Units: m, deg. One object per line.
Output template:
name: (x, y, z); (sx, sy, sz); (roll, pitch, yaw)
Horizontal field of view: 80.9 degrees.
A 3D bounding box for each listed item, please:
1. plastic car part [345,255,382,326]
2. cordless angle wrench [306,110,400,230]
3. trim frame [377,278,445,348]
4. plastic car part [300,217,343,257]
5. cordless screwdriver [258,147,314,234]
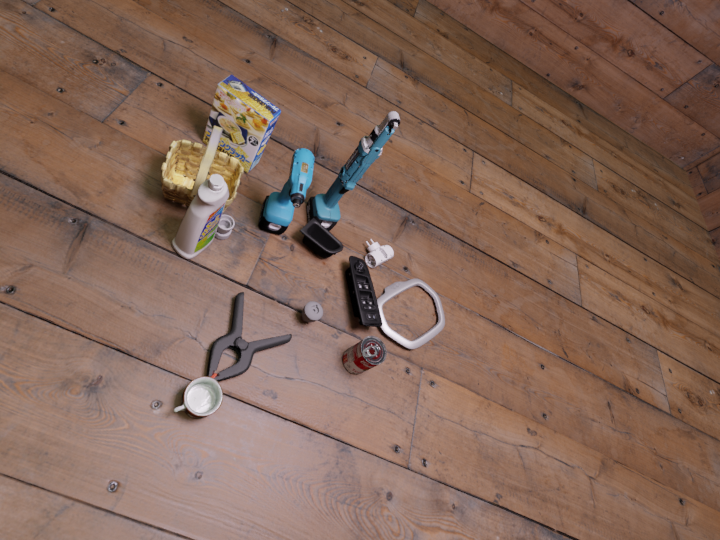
plastic car part: (0.001, 0.058, 1.120); (0.064, 0.067, 0.209); (5, 60, -27)
cordless angle wrench: (-0.024, -0.243, 1.064); (0.071, 0.427, 0.101); (8, 61, -27)
trim frame: (0.141, 0.114, 1.183); (0.241, 0.028, 0.188); (-26, 75, -36)
plastic car part: (-0.112, -0.073, 1.141); (0.117, 0.071, 0.065); (42, 51, 0)
cordless screwdriver: (-0.185, -0.169, 1.049); (0.072, 0.251, 0.163); (17, 56, -22)
